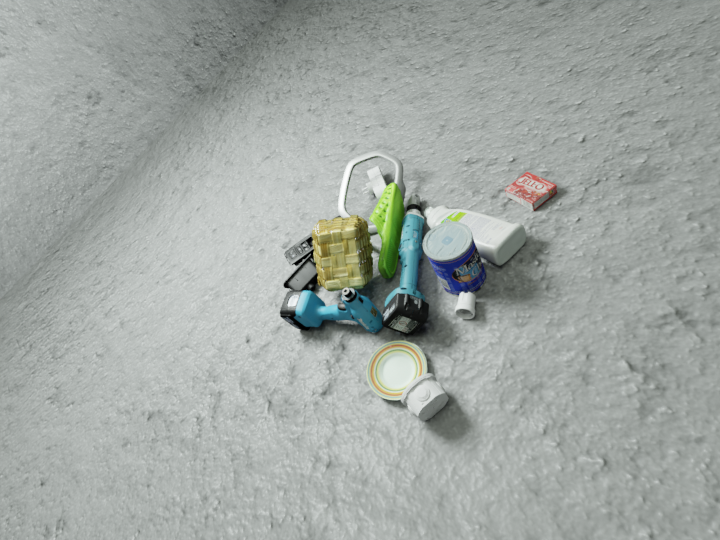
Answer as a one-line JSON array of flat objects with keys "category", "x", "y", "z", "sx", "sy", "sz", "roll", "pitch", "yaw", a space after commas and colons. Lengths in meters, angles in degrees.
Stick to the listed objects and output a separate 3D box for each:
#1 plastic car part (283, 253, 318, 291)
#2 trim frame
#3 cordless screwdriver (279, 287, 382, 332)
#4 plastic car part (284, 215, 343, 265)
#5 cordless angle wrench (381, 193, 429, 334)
[{"category": "plastic car part", "x": -0.148, "y": 0.025, "z": 1.169, "sx": 0.075, "sy": 0.063, "sz": 0.116, "roll": 36, "pitch": 81, "yaw": 31}, {"category": "trim frame", "x": 0.034, "y": -0.225, "z": 1.208, "sx": 0.188, "sy": 0.027, "sz": 0.250, "roll": 9, "pitch": 79, "yaw": 13}, {"category": "cordless screwdriver", "x": -0.083, "y": 0.086, "z": 1.002, "sx": 0.260, "sy": 0.150, "sz": 0.075, "roll": -1, "pitch": 56, "yaw": 34}, {"category": "plastic car part", "x": -0.120, "y": -0.078, "z": 1.223, "sx": 0.203, "sy": 0.063, "sz": 0.070, "roll": -39, "pitch": 36, "yaw": 3}, {"category": "cordless angle wrench", "x": 0.121, "y": -0.047, "z": 1.035, "sx": 0.097, "sy": 0.073, "sz": 0.431, "roll": 119, "pitch": 166, "yaw": -48}]
